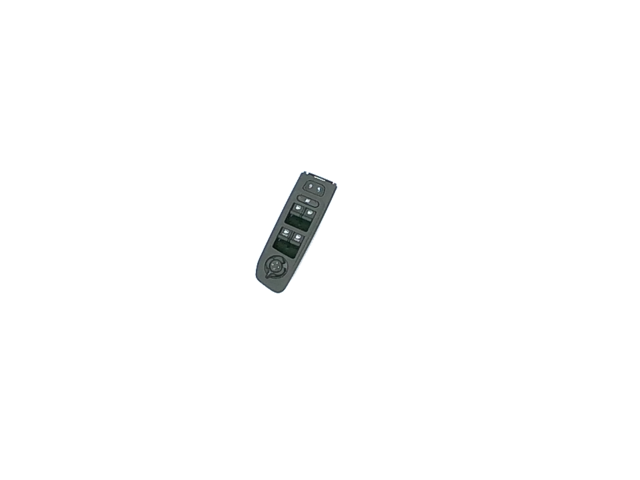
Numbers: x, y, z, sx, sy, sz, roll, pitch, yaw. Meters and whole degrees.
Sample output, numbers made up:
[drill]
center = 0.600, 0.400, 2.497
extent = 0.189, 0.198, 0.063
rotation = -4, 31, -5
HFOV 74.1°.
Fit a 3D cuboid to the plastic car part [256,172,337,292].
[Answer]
[plastic car part]
center = -0.044, -0.011, 0.708
extent = 0.066, 0.202, 0.067
rotation = 25, -15, 2
